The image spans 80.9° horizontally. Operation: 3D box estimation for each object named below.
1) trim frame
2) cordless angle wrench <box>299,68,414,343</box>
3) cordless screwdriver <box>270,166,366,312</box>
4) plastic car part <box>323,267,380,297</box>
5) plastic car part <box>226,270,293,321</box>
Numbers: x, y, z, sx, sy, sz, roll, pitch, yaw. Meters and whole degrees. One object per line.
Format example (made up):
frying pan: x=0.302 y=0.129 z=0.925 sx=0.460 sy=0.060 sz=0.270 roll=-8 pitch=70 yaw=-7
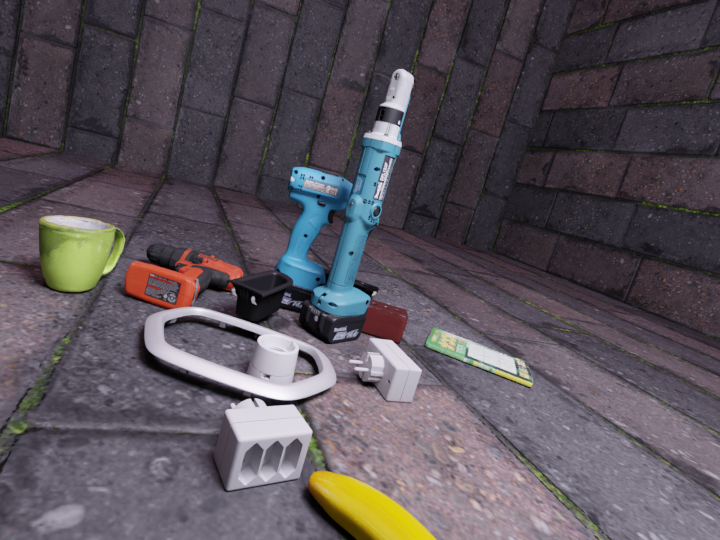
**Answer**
trim frame: x=-0.149 y=0.098 z=0.528 sx=0.251 sy=0.027 sz=0.184 roll=16 pitch=12 yaw=3
cordless angle wrench: x=0.006 y=-0.096 z=0.659 sx=0.079 sy=0.420 sz=0.093 roll=24 pitch=13 yaw=39
cordless screwdriver: x=-0.074 y=-0.049 z=0.761 sx=0.157 sy=0.247 sz=0.076 roll=14 pitch=10 yaw=-9
plastic car part: x=-0.064 y=0.025 z=0.873 sx=0.214 sy=0.066 sz=0.063 roll=23 pitch=13 yaw=34
plastic car part: x=-0.153 y=0.045 z=0.663 sx=0.068 sy=0.070 sz=0.113 roll=20 pitch=12 yaw=20
